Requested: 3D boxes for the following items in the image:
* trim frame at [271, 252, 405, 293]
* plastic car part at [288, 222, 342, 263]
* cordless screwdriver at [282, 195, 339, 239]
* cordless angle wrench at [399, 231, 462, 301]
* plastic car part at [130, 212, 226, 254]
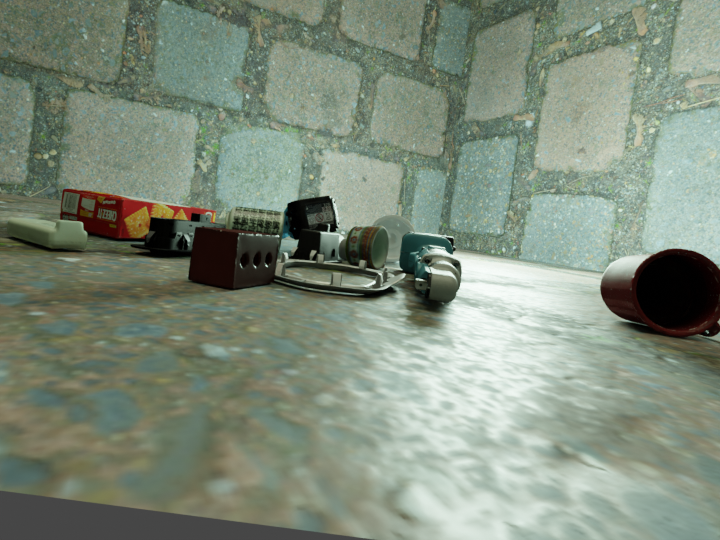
[{"bbox_3d":[-0.037,0.000,0.549,0.188,0.027,0.244,10,4,10],"label":"trim frame"},{"bbox_3d":[-0.072,-0.047,0.734,0.069,0.070,0.112,11,9,24],"label":"plastic car part"},{"bbox_3d":[-0.131,-0.104,0.916,0.153,0.074,0.259,-14,6,-35],"label":"cordless screwdriver"},{"bbox_3d":[0.104,-0.008,0.610,0.099,0.074,0.419,8,8,6],"label":"cordless angle wrench"},{"bbox_3d":[-0.247,-0.051,0.624,0.068,0.066,0.199,16,10,11],"label":"plastic car part"}]
